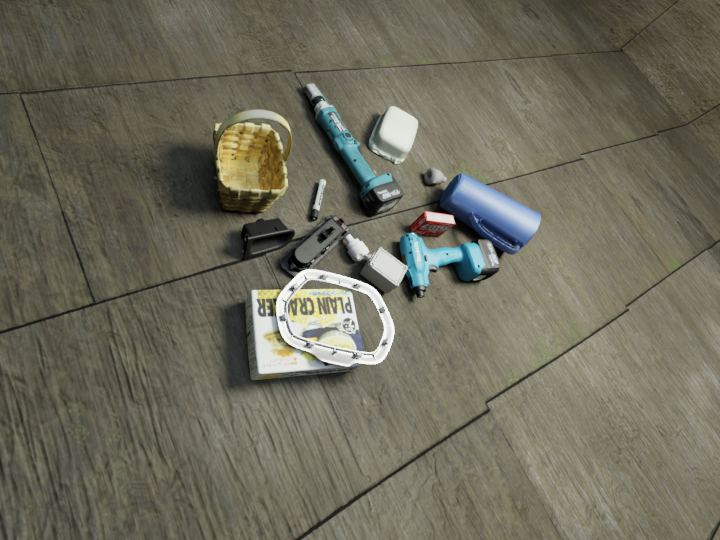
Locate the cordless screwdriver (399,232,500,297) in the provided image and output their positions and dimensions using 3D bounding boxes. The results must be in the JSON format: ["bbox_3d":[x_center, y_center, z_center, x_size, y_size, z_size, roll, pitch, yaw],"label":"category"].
[{"bbox_3d":[0.220,-0.007,1.043,0.242,0.074,0.164,2,63,-18],"label":"cordless screwdriver"}]

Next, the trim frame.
[{"bbox_3d":[-0.043,0.091,0.818,0.241,0.028,0.188,17,59,-17],"label":"trim frame"}]

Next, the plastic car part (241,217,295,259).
[{"bbox_3d":[-0.208,-0.080,0.910,0.113,0.065,0.074,-21,61,-35],"label":"plastic car part"}]

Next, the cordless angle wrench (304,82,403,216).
[{"bbox_3d":[-0.041,-0.338,1.116,0.095,0.074,0.435,-21,70,-32],"label":"cordless angle wrench"}]

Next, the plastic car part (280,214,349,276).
[{"bbox_3d":[-0.092,-0.060,0.946,0.066,0.068,0.201,47,58,-5],"label":"plastic car part"}]
